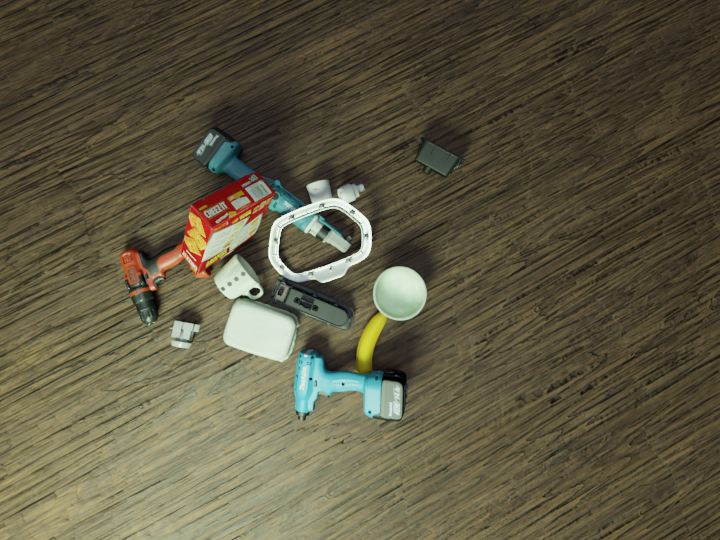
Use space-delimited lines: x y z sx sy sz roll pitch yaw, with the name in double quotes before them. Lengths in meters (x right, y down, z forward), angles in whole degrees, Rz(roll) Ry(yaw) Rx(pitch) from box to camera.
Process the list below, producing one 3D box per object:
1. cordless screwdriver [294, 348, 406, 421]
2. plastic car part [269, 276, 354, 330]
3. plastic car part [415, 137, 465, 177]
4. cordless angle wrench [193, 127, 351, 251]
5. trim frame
"cordless screwdriver" -0.028 0.275 0.929 0.256 0.072 0.158 8 94 16
"plastic car part" -0.108 0.080 0.979 0.202 0.067 0.066 23 84 -2
"plastic car part" 0.183 -0.266 1.029 0.118 0.065 0.071 27 98 4
"cordless angle wrench" -0.200 -0.176 1.005 0.423 0.074 0.098 37 89 0
"trim frame" -0.095 -0.062 0.976 0.251 0.028 0.179 -19 107 7
